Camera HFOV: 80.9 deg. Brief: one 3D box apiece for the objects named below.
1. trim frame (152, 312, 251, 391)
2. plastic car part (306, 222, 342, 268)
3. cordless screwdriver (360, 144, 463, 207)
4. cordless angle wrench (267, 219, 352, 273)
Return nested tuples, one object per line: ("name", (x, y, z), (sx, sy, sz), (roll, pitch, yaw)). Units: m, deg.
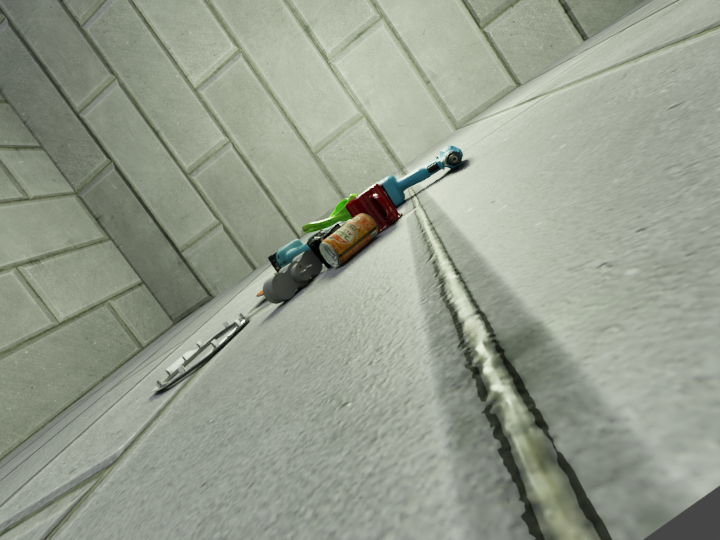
("trim frame", (-0.313, 0.155, 0.845), (0.188, 0.027, 0.247), (-30, 13, 31))
("plastic car part", (-0.061, -0.065, 0.889), (0.067, 0.066, 0.204), (-47, 6, 8))
("cordless screwdriver", (0.124, -0.214, 0.997), (0.253, 0.073, 0.159), (-28, 11, 17))
("cordless angle wrench", (-0.108, -0.070, 1.100), (0.096, 0.073, 0.437), (-40, 13, -36))
